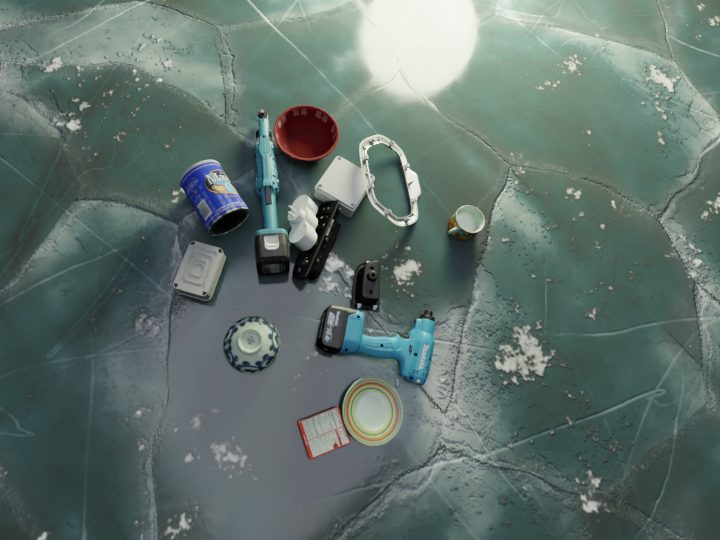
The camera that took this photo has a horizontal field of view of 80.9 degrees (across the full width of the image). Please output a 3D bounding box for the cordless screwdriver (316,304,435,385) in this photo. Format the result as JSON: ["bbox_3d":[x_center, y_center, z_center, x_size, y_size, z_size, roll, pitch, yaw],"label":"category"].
[{"bbox_3d":[0.039,0.131,0.904,0.247,0.074,0.161,18,71,-3],"label":"cordless screwdriver"}]

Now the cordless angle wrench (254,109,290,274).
[{"bbox_3d":[-0.219,-0.201,0.994,0.073,0.097,0.434,-4,67,-11],"label":"cordless angle wrench"}]

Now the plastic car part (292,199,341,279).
[{"bbox_3d":[-0.094,-0.062,0.966,0.070,0.063,0.204,4,60,40],"label":"plastic car part"}]

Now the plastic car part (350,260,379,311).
[{"bbox_3d":[0.020,0.027,0.940,0.065,0.071,0.118,7,73,-9],"label":"plastic car part"}]

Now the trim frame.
[{"bbox_3d":[0.075,-0.223,1.025,0.175,0.028,0.255,6,64,-38],"label":"trim frame"}]
